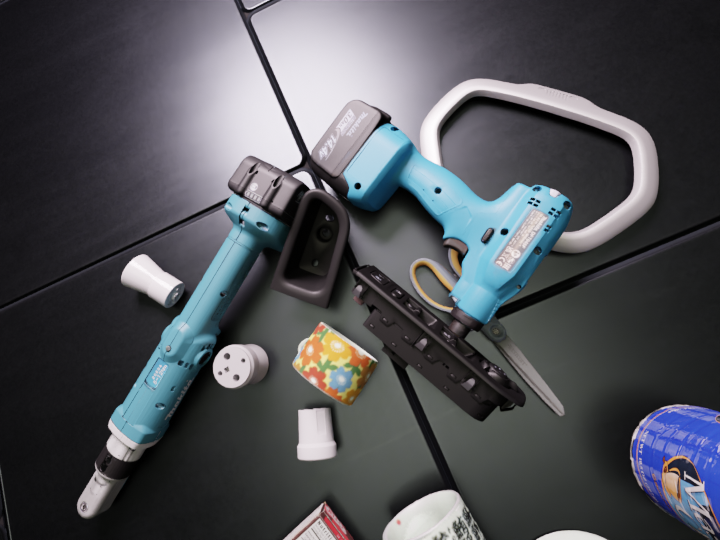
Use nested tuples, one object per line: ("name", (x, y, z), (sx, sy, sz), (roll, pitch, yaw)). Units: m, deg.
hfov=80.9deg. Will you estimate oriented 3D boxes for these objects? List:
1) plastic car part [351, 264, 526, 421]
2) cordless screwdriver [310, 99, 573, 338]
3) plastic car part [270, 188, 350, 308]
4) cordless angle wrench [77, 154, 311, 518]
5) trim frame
("plastic car part", (0.067, 0.076, 0.424), (0.209, 0.064, 0.067), (35, 96, 15))
("cordless screwdriver", (0.057, -0.059, 0.438), (0.258, 0.071, 0.159), (35, 96, 20))
("plastic car part", (-0.045, -0.030, 0.462), (0.067, 0.071, 0.116), (19, 100, 3))
("cordless angle wrench", (-0.187, 0.080, 0.461), (0.077, 0.095, 0.423), (30, 88, 15))
("trim frame", (0.186, -0.123, 0.463), (0.256, 0.026, 0.184), (23, 84, 16))
